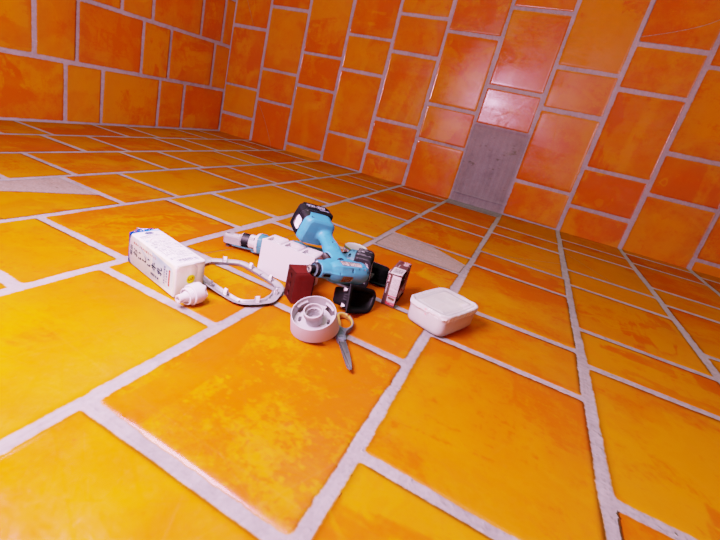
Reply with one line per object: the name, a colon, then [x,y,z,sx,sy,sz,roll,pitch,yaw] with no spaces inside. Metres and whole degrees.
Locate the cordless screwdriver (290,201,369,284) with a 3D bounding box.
cordless screwdriver: [-0.098,-0.064,1.000,0.151,0.074,0.262,7,36,-40]

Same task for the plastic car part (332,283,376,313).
plastic car part: [-0.022,0.063,0.985,0.074,0.066,0.111,10,-2,32]

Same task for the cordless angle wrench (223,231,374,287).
cordless angle wrench: [-0.178,-0.049,1.149,0.432,0.096,0.074,13,22,11]

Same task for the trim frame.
trim frame: [-0.292,0.018,0.992,0.262,0.027,0.177,29,27,32]

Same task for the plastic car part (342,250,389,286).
plastic car part: [0.001,-0.011,1.197,0.211,0.066,0.064,25,15,22]
